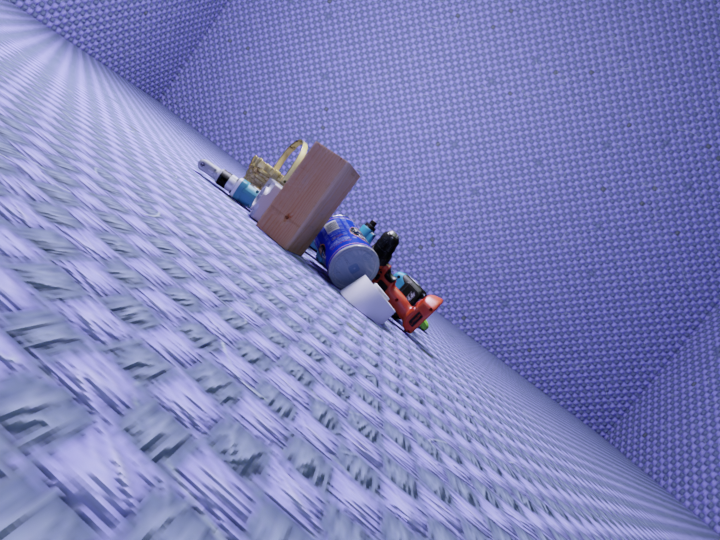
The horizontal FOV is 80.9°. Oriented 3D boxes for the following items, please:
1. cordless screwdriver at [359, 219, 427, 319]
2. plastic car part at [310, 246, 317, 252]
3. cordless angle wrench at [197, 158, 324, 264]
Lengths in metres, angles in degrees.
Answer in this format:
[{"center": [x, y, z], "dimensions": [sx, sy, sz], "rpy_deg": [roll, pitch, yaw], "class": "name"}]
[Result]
[{"center": [0.056, -0.005, 1.048], "dimensions": [0.261, 0.159, 0.071], "rpy_deg": [41, 6, 28], "class": "cordless screwdriver"}, {"center": [-0.113, -0.074, 1.157], "dimensions": [0.121, 0.066, 0.068], "rpy_deg": [35, 17, 22], "class": "plastic car part"}, {"center": [-0.200, -0.134, 0.996], "dimensions": [0.417, 0.074, 0.099], "rpy_deg": [34, 4, -7], "class": "cordless angle wrench"}]
